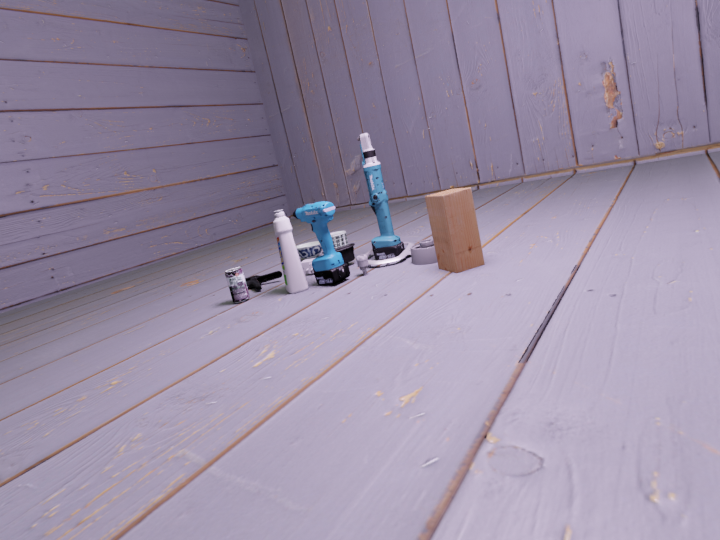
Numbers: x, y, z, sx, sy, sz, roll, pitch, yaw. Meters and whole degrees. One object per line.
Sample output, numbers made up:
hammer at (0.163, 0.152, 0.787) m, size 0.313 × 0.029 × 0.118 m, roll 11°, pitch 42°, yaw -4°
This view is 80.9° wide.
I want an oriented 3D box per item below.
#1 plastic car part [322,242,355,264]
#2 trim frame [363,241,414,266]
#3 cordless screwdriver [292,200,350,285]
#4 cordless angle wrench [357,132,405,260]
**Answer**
plastic car part at (-0.066, -0.046, 1.458) m, size 0.115 × 0.070 × 0.068 m, roll -15°, pitch 11°, yaw -9°
trim frame at (0.094, -0.056, 1.439) m, size 0.190 × 0.027 × 0.244 m, roll -8°, pitch 14°, yaw 23°
cordless screwdriver at (-0.126, -0.082, 1.285) m, size 0.167 × 0.245 × 0.072 m, roll -3°, pitch 13°, yaw 44°
cordless angle wrench at (0.058, -0.245, 1.405) m, size 0.102 × 0.417 × 0.072 m, roll -7°, pitch 10°, yaw 30°
